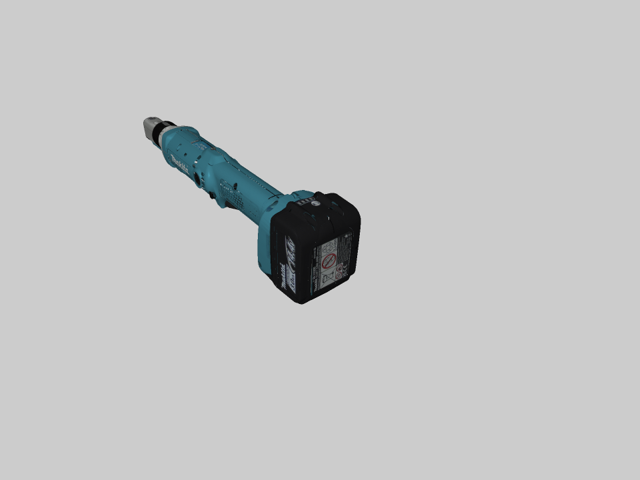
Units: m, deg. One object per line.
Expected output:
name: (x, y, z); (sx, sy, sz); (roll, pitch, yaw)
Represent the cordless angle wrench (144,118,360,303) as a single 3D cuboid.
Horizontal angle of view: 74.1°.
cordless angle wrench: (-0.125, -0.079, 0.517); (0.074, 0.098, 0.422); (-24, 43, -33)
